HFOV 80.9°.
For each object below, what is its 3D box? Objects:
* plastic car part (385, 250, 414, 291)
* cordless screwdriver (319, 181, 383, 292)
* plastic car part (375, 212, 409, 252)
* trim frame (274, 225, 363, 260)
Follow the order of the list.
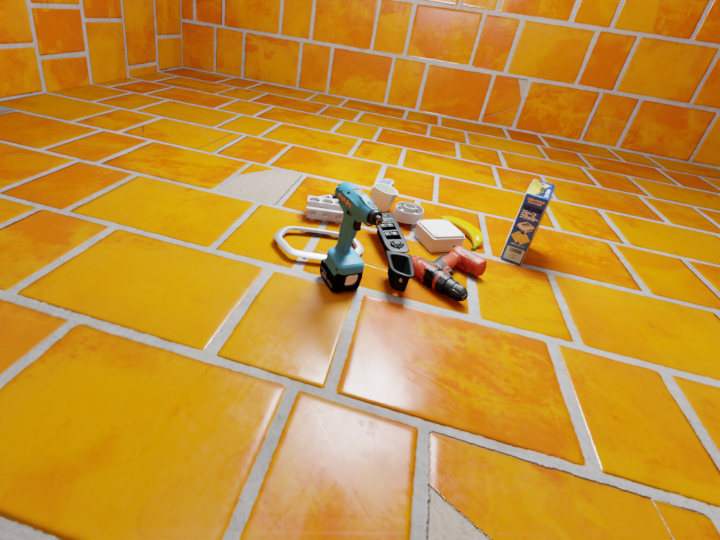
[{"bbox_3d":[0.092,0.009,1.035,0.066,0.069,0.119,8,31,-4],"label":"plastic car part"},{"bbox_3d":[-0.018,-0.059,0.952,0.072,0.244,0.168,-7,35,-29],"label":"cordless screwdriver"},{"bbox_3d":[0.080,-0.093,1.201,0.065,0.066,0.211,1,32,-15],"label":"plastic car part"},{"bbox_3d":[-0.113,-0.074,1.160,0.246,0.027,0.190,5,32,-6],"label":"trim frame"}]
